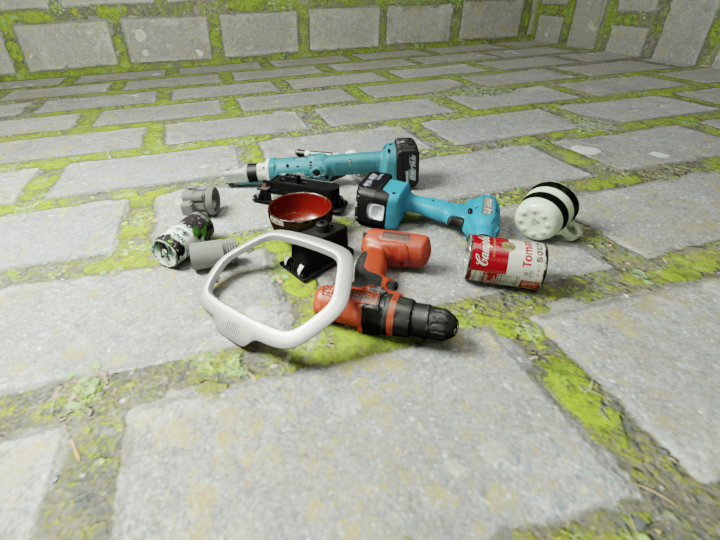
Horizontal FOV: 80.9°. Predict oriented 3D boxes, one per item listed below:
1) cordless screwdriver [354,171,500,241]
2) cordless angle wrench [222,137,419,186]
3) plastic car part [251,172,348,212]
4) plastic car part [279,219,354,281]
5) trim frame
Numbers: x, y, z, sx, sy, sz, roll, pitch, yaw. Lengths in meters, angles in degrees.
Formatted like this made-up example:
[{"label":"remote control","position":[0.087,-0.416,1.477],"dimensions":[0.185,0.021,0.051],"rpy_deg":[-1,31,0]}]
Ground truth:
[{"label":"cordless screwdriver","position":[0.113,-0.098,0.738],"dimensions":[0.256,0.072,0.159],"rpy_deg":[12,37,14]},{"label":"cordless angle wrench","position":[-0.092,-0.221,0.916],"dimensions":[0.426,0.094,0.076],"rpy_deg":[-3,37,5]},{"label":"plastic car part","position":[-0.119,-0.160,0.854],"dimensions":[0.210,0.065,0.065],"rpy_deg":[16,30,20]},{"label":"plastic car part","position":[-0.065,-0.043,0.669],"dimensions":[0.114,0.068,0.070],"rpy_deg":[-30,45,-31]},{"label":"trim frame","position":[-0.118,0.018,0.572],"dimensions":[0.262,0.026,0.183],"rpy_deg":[18,57,36]}]
